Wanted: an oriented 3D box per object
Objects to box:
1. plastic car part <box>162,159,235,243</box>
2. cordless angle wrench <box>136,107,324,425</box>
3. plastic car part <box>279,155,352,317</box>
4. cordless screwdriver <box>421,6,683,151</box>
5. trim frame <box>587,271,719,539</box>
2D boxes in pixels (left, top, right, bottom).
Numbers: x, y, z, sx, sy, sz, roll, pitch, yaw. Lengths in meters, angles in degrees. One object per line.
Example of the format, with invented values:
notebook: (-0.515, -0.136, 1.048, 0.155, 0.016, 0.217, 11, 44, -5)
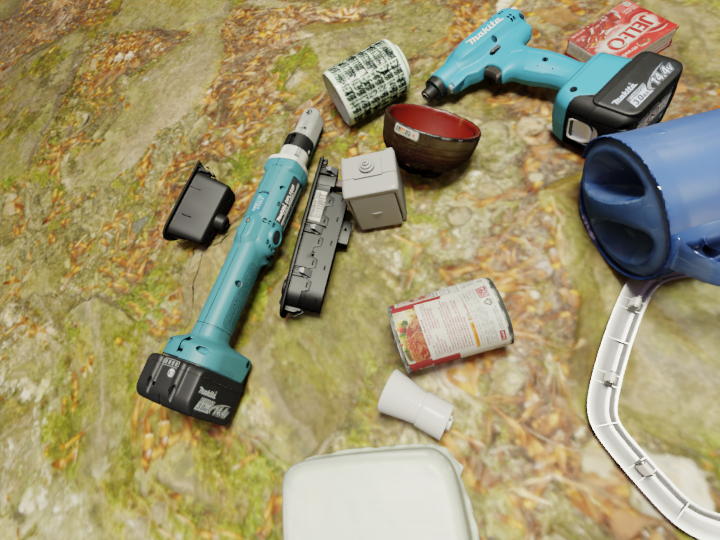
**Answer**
plastic car part: (-0.215, -0.083, 0.592, 0.072, 0.064, 0.117, 17, 75, 9)
cordless angle wrench: (-0.125, -0.041, 0.522, 0.077, 0.093, 0.427, 7, 65, 23)
plastic car part: (-0.050, -0.033, 0.510, 0.067, 0.066, 0.205, 18, 69, -3)
cordless screwdriver: (0.205, -0.216, 0.501, 0.159, 0.070, 0.262, -40, 56, -3)
trim frame: (0.303, 0.090, 0.343, 0.193, 0.026, 0.249, 22, 72, 26)
